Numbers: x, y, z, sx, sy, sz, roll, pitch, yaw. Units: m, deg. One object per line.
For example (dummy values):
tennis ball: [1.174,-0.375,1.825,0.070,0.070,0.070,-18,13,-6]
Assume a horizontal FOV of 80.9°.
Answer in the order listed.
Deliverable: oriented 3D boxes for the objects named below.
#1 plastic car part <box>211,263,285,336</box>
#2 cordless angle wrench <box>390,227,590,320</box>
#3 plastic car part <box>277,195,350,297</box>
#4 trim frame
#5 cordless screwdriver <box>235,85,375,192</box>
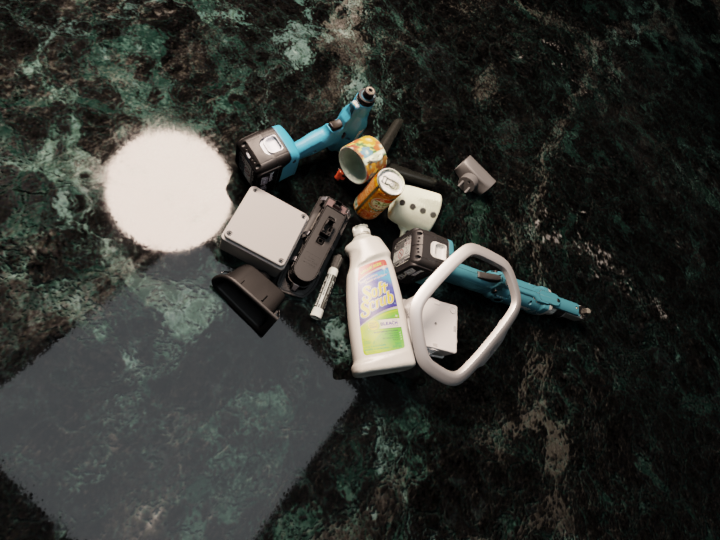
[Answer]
plastic car part: [-0.163,0.032,0.652,0.118,0.066,0.070,44,46,4]
cordless angle wrench: [0.256,0.029,0.788,0.410,0.099,0.075,18,65,-17]
plastic car part: [-0.070,-0.046,0.714,0.064,0.068,0.204,33,64,-16]
trim frame: [0.173,0.068,0.687,0.246,0.028,0.181,-43,101,-23]
cordless screwdriver: [-0.087,-0.229,0.726,0.243,0.161,0.075,-31,86,-26]
